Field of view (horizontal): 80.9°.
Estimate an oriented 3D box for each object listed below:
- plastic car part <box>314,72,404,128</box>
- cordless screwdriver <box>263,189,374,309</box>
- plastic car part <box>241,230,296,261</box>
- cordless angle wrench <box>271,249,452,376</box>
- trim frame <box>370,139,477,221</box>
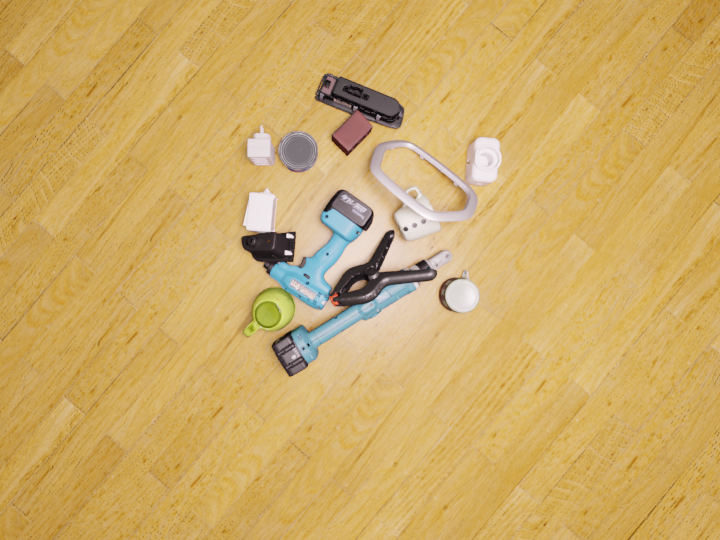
[{"bbox_3d":[0.005,-0.375,0.921,0.202,0.067,0.066,23,82,-2],"label":"plastic car part"},{"bbox_3d":[-0.088,-0.058,0.903,0.162,0.073,0.248,32,93,8],"label":"cordless screwdriver"},{"bbox_3d":[-0.201,-0.054,0.881,0.121,0.067,0.067,-1,76,24],"label":"plastic car part"},{"bbox_3d":[0.014,0.073,0.889,0.421,0.098,0.074,-32,91,-4],"label":"cordless angle wrench"},{"bbox_3d":[0.129,-0.188,0.875,0.257,0.027,0.180,42,55,19],"label":"trim frame"}]
